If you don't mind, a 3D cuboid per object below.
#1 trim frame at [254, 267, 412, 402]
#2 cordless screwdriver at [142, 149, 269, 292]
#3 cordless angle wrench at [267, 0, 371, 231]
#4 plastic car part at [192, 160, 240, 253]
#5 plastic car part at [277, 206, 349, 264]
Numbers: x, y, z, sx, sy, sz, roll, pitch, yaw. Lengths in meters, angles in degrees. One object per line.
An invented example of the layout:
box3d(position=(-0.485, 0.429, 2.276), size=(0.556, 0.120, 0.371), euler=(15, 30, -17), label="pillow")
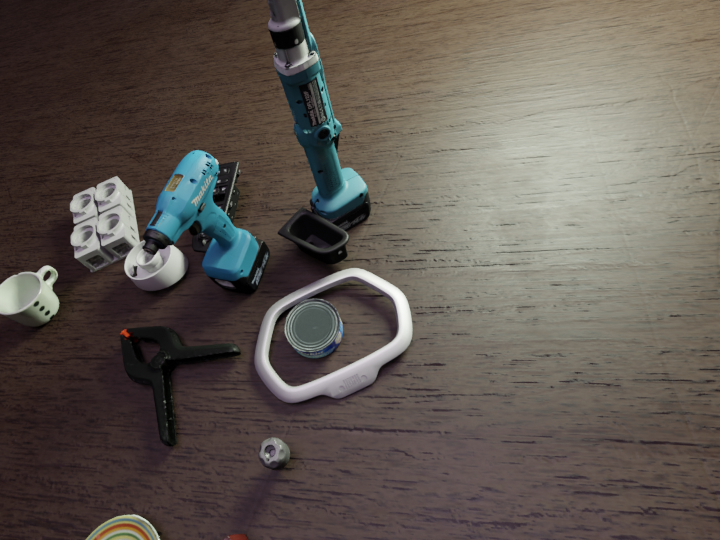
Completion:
box3d(position=(-0.045, 0.094, 0.635), size=(0.248, 0.026, 0.193), euler=(-26, 55, -3), label="trim frame")
box3d(position=(-0.228, -0.040, 0.642), size=(0.077, 0.238, 0.161), euler=(9, 60, 16), label="cordless screwdriver")
box3d(position=(-0.063, -0.208, 0.607), size=(0.097, 0.405, 0.078), euler=(-30, 57, -9), label="cordless angle wrench")
box3d(position=(-0.270, -0.112, 0.806), size=(0.068, 0.064, 0.208), euler=(-3, 57, 11), label="plastic car part")
box3d(position=(-0.069, -0.045, 0.708), size=(0.122, 0.068, 0.065), euler=(30, 68, 28), label="plastic car part")
